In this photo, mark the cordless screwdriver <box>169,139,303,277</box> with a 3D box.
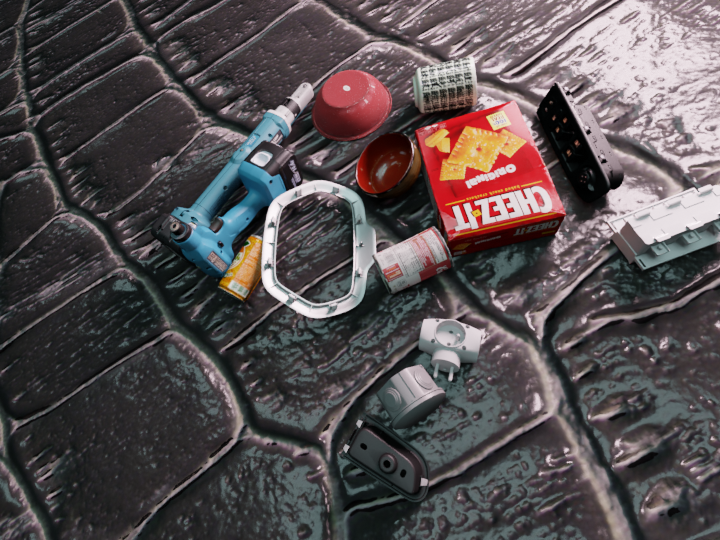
[{"bbox_3d":[-0.208,-0.114,0.714,0.077,0.153,0.248,29,75,21],"label":"cordless screwdriver"}]

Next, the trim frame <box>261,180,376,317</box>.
[{"bbox_3d":[-0.068,-0.044,0.694,0.183,0.027,0.254,2,64,-2],"label":"trim frame"}]

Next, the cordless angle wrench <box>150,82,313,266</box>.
[{"bbox_3d":[-0.215,-0.203,0.795,0.077,0.094,0.422,28,73,19],"label":"cordless angle wrench"}]

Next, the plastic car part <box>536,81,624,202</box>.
[{"bbox_3d":[0.339,-0.193,0.649,0.066,0.066,0.209,1,63,-14],"label":"plastic car part"}]

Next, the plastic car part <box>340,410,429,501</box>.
[{"bbox_3d":[0.032,0.238,0.534,0.122,0.067,0.066,25,77,26],"label":"plastic car part"}]
